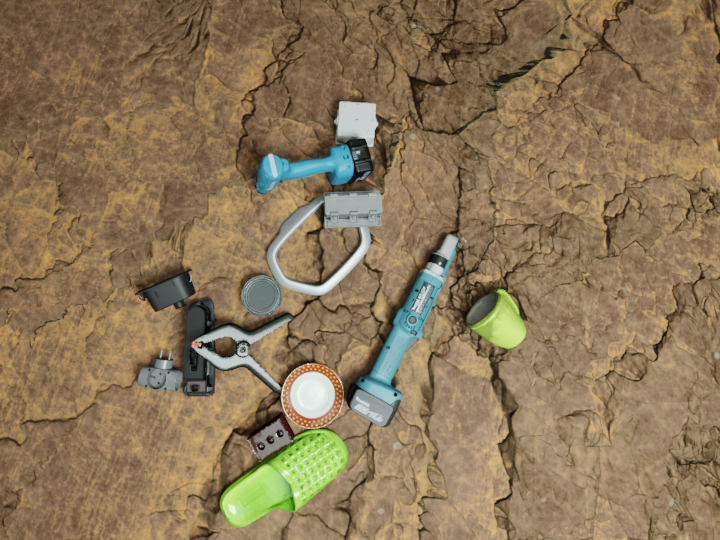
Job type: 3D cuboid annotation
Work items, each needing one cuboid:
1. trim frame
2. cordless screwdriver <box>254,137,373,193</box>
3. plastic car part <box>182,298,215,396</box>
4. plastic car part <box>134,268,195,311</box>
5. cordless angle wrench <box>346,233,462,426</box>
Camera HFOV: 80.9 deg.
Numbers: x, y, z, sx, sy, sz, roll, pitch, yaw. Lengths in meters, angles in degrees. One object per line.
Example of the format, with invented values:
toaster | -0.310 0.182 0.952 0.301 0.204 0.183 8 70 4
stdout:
trim frame | -0.091 -0.060 0.935 0.186 0.027 0.248 43 85 6
cordless screwdriver | -0.108 -0.215 0.920 0.243 0.162 0.075 -13 87 -19
plastic car part | -0.343 0.159 0.883 0.067 0.065 0.206 -3 78 4
plastic car part | -0.406 0.051 0.905 0.115 0.067 0.070 -21 98 -7
cordless angle wrench | 0.104 0.107 0.885 0.099 0.074 0.423 27 79 2
